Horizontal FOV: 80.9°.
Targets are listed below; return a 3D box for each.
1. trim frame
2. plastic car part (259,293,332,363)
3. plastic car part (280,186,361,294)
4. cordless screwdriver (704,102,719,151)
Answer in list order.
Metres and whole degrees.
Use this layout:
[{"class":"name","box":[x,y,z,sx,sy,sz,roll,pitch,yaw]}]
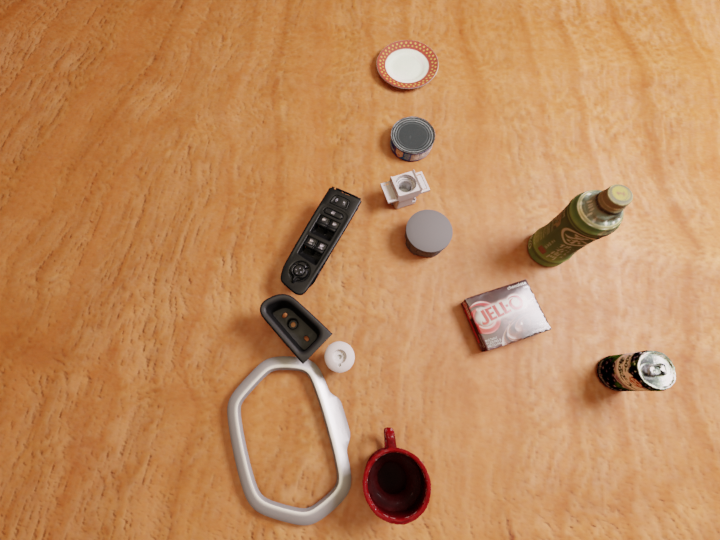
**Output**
[{"class":"trim frame","box":[-0.110,0.261,0.666,0.183,0.027,0.256,-18,71,-3]},{"class":"plastic car part","box":[-0.110,0.091,0.704,0.120,0.069,0.065,43,77,14]},{"class":"plastic car part","box":[-0.074,-0.048,0.754,0.068,0.065,0.203,27,74,9]},{"class":"cordless screwdriver","box":[0.702,-0.272,0.694,0.075,0.244,0.161,15,73,3]}]
